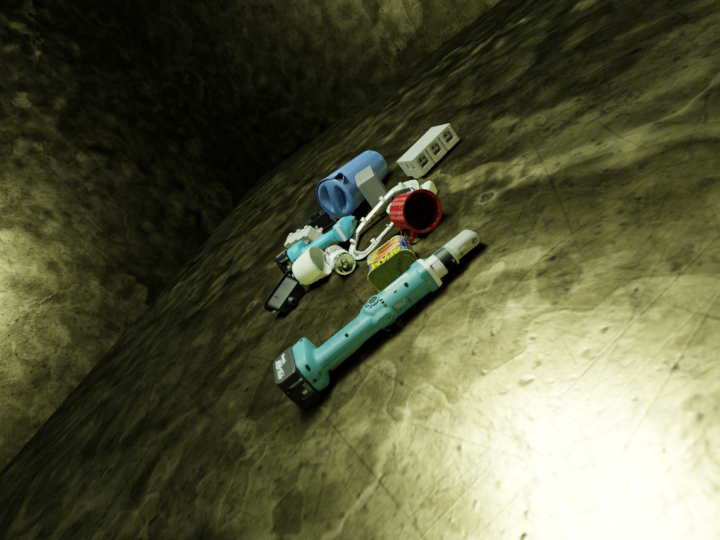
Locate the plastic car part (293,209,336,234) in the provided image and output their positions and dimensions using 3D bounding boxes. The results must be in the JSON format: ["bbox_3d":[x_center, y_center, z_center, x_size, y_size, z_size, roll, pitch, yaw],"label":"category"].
[{"bbox_3d":[-0.149,-0.151,1.407,0.206,0.064,0.068,-35,29,23],"label":"plastic car part"}]

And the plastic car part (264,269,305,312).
[{"bbox_3d":[-0.189,0.068,1.101,0.075,0.062,0.116,9,58,46],"label":"plastic car part"}]

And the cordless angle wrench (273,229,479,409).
[{"bbox_3d":[0.035,0.070,0.734,0.423,0.072,0.101,-39,22,2],"label":"cordless angle wrench"}]

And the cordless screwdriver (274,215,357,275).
[{"bbox_3d":[-0.118,-0.077,1.211,0.253,0.073,0.158,-30,11,22],"label":"cordless screwdriver"}]

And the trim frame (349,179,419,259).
[{"bbox_3d":[0.052,-0.129,1.049,0.249,0.026,0.191,-46,25,11],"label":"trim frame"}]
